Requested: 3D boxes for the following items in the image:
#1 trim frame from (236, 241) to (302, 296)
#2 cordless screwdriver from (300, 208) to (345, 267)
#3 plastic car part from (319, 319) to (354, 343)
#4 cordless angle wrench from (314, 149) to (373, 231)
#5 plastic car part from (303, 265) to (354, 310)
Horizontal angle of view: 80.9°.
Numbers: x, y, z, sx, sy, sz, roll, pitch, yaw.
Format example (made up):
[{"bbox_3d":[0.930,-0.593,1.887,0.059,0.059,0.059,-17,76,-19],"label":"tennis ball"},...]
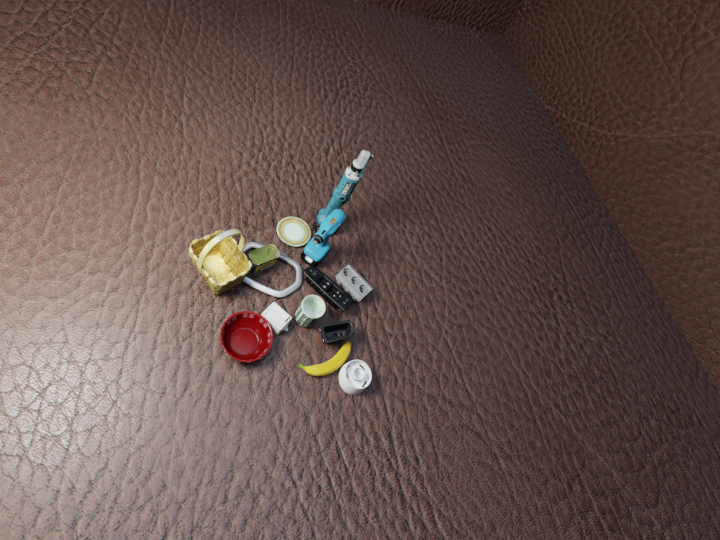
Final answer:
[{"bbox_3d":[-0.318,-0.006,1.466,0.246,0.027,0.186,23,54,-5],"label":"trim frame"},{"bbox_3d":[-0.142,-0.093,1.449,0.075,0.249,0.158,37,53,-1],"label":"cordless screwdriver"},{"bbox_3d":[-0.081,0.209,1.389,0.113,0.071,0.068,-8,64,-25],"label":"plastic car part"},{"bbox_3d":[-0.062,-0.271,1.485,0.095,0.423,0.076,14,57,-17],"label":"cordless angle wrench"},{"bbox_3d":[-0.119,0.064,1.470,0.207,0.067,0.065,44,54,10],"label":"plastic car part"}]
